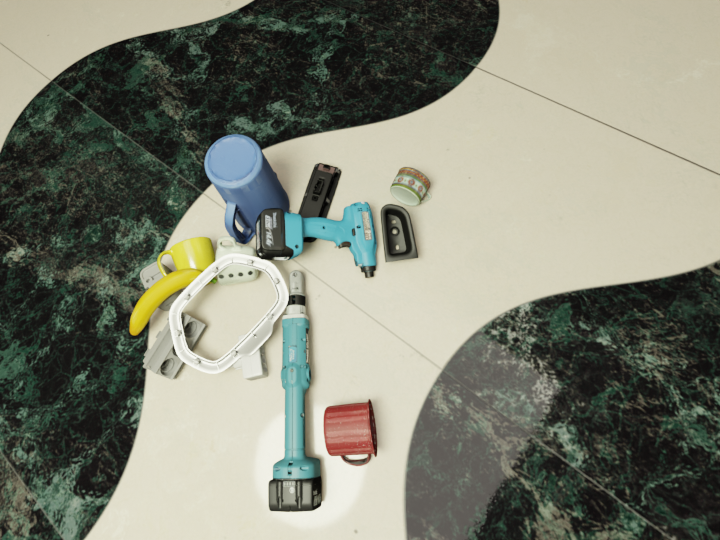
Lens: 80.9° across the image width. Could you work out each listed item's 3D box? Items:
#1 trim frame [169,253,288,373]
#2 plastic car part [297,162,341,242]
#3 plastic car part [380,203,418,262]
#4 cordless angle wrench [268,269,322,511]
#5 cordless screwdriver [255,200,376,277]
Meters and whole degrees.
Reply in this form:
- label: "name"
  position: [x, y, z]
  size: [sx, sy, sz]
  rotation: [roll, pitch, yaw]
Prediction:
- label: "trim frame"
  position: [-0.255, 0.078, 0.817]
  size: [0.187, 0.027, 0.247]
  rotation: [43, 78, 7]
- label: "plastic car part"
  position: [-0.097, -0.157, 0.939]
  size: [0.066, 0.067, 0.204]
  rotation: [18, 74, -4]
- label: "plastic car part"
  position: [0.074, -0.076, 0.875]
  size: [0.066, 0.070, 0.117]
  rotation: [-8, 84, 2]
- label: "cordless angle wrench"
  position: [-0.119, 0.196, 0.786]
  size: [0.075, 0.094, 0.434]
  rotation: [-7, 64, 6]
- label: "cordless screwdriver"
  position: [-0.083, -0.054, 0.852]
  size: [0.242, 0.075, 0.161]
  rotation: [-5, 80, -19]
